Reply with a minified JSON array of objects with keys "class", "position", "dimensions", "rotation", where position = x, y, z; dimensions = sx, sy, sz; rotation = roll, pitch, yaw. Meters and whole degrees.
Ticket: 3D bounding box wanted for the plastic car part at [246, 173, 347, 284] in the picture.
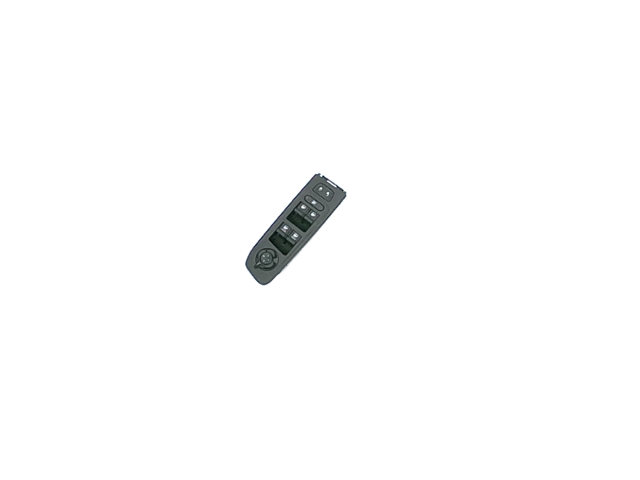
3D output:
[{"class":"plastic car part","position":[-0.043,-0.014,0.703],"dimensions":[0.066,0.202,0.067],"rotation":[39,-12,6]}]
